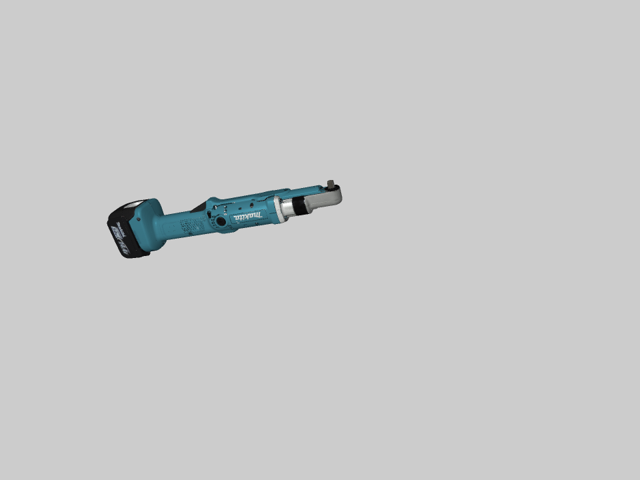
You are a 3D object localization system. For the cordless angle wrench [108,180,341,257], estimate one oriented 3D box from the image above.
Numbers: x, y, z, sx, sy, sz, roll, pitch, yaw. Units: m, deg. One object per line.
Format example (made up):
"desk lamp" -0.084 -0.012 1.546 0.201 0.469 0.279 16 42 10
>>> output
"cordless angle wrench" -0.168 -0.044 0.750 0.423 0.098 0.074 -8 24 15
